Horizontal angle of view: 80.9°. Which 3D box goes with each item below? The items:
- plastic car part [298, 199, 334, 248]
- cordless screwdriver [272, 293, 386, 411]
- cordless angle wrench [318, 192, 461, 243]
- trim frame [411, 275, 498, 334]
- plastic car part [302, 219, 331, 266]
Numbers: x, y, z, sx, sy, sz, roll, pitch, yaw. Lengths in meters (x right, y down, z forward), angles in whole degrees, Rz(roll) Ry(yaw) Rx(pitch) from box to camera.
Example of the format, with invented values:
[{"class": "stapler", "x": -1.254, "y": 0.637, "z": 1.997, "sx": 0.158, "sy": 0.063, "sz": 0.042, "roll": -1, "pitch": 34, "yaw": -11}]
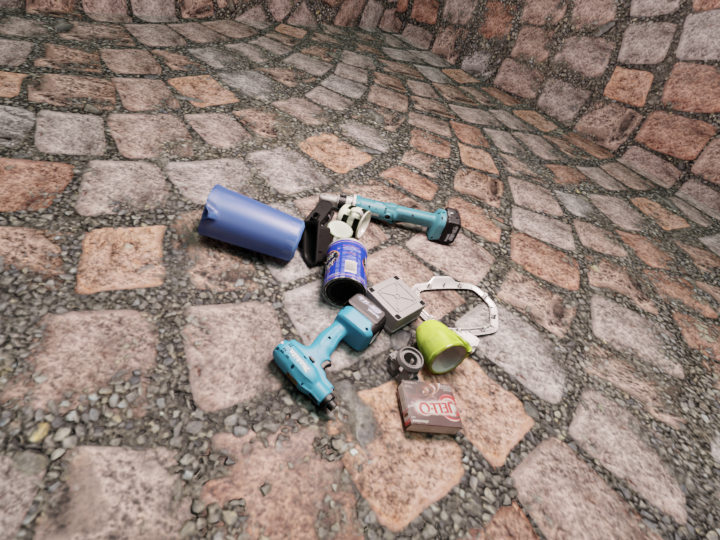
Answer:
[{"class": "plastic car part", "x": -0.127, "y": -0.138, "z": 1.175, "sx": 0.068, "sy": 0.066, "sz": 0.203, "roll": 19, "pitch": 38, "yaw": 9}, {"class": "cordless screwdriver", "x": -0.040, "y": 0.162, "z": 0.867, "sx": 0.166, "sy": 0.073, "sz": 0.242, "roll": 40, "pitch": 49, "yaw": 22}, {"class": "cordless angle wrench", "x": 0.082, "y": -0.174, "z": 1.268, "sx": 0.422, "sy": 0.096, "sz": 0.076, "roll": 12, "pitch": 45, "yaw": -2}, {"class": "trim frame", "x": 0.245, "y": 0.088, "z": 1.083, "sx": 0.241, "sy": 0.027, "sz": 0.193, "roll": -2, "pitch": 44, "yaw": -19}, {"class": "plastic car part", "x": -0.106, "y": -0.070, "z": 1.087, "sx": 0.067, "sy": 0.116, "sz": 0.069, "roll": -2, "pitch": 2, "yaw": -43}]
